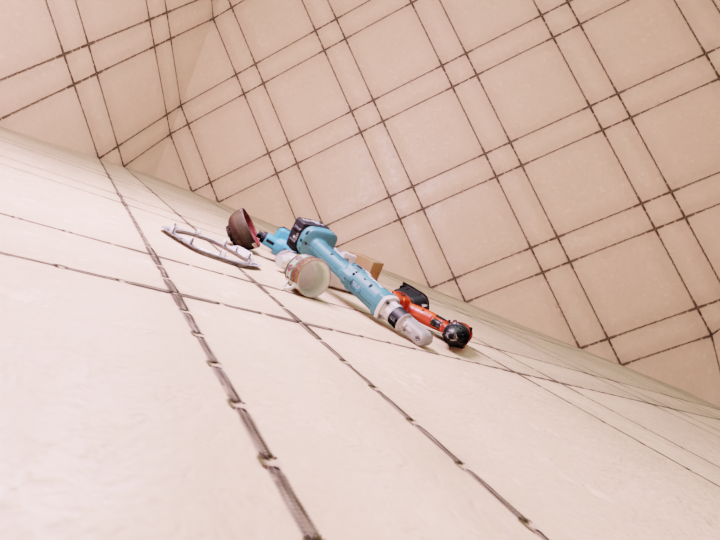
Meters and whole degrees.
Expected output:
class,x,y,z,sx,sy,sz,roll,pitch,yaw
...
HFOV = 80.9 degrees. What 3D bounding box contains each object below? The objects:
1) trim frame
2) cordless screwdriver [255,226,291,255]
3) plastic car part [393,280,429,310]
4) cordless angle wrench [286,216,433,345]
class,x,y,z,sx,sy,sz,roll,pitch,yaw
trim frame,-0.319,-0.057,0.909,0.263,0.027,0.174,22,3,38
cordless screwdriver,-0.224,-0.077,1.205,0.155,0.074,0.255,32,4,-15
plastic car part,0.139,0.085,1.243,0.068,0.065,0.123,-1,20,-38
cordless angle wrench,-0.012,0.015,0.880,0.093,0.074,0.448,8,24,-44
